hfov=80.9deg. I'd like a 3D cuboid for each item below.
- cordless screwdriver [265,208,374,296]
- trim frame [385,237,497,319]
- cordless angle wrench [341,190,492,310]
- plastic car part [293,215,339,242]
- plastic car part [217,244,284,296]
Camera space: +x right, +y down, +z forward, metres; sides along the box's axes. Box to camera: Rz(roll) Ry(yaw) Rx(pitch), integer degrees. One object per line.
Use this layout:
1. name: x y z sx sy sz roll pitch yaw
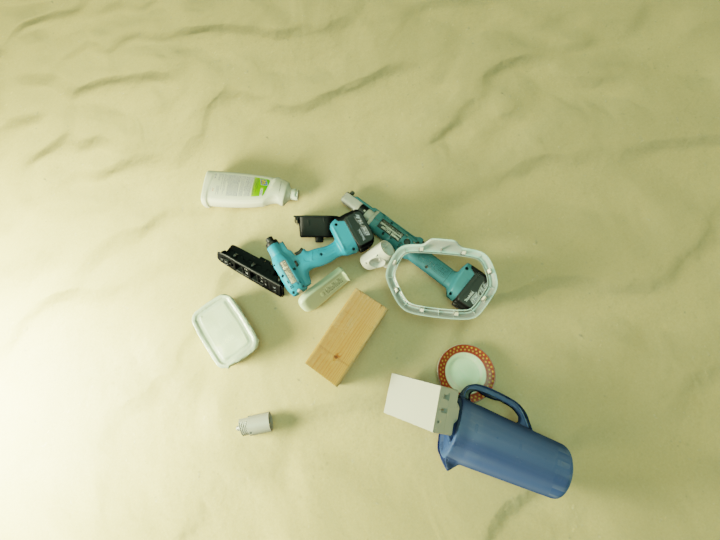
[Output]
1. cordless screwdriver: -0.101 -0.066 1.029 0.248 0.073 0.163 -32 78 -2
2. trim frame: 0.183 0.017 0.967 0.254 0.026 0.186 5 72 13
3. cordless angle wrench: 0.117 -0.063 1.048 0.436 0.072 0.098 39 81 16
4. plastic car part: -0.113 -0.108 1.091 0.117 0.066 0.071 3 91 1
5. plastic car part: -0.273 -0.010 1.074 0.207 0.064 0.067 24 68 11
